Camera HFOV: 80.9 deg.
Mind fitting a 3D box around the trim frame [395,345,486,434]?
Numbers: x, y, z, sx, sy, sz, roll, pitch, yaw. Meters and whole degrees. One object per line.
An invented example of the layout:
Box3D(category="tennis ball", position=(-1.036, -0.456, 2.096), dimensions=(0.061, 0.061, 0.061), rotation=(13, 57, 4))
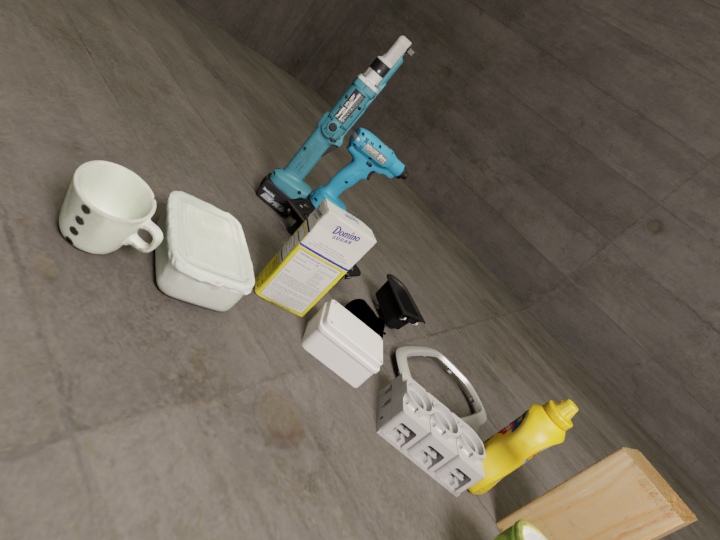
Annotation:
Box3D(category="trim frame", position=(0.149, 0.218, 0.776), dimensions=(0.235, 0.028, 0.193), rotation=(16, 32, -51))

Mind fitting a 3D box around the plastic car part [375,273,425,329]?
Box3D(category="plastic car part", position=(0.068, 0.072, 0.860), dimensions=(0.062, 0.071, 0.122), rotation=(27, 25, -38))

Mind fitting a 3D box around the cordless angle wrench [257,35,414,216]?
Box3D(category="cordless angle wrench", position=(-0.054, -0.293, 0.865), dimensions=(0.096, 0.426, 0.075), rotation=(41, 21, -10))

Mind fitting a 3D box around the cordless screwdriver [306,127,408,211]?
Box3D(category="cordless screwdriver", position=(-0.020, -0.183, 0.961), dimensions=(0.152, 0.250, 0.077), rotation=(33, 23, -26))

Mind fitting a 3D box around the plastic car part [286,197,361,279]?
Box3D(category="plastic car part", position=(-0.083, -0.054, 0.847), dimensions=(0.209, 0.067, 0.064), rotation=(48, 21, 15))
